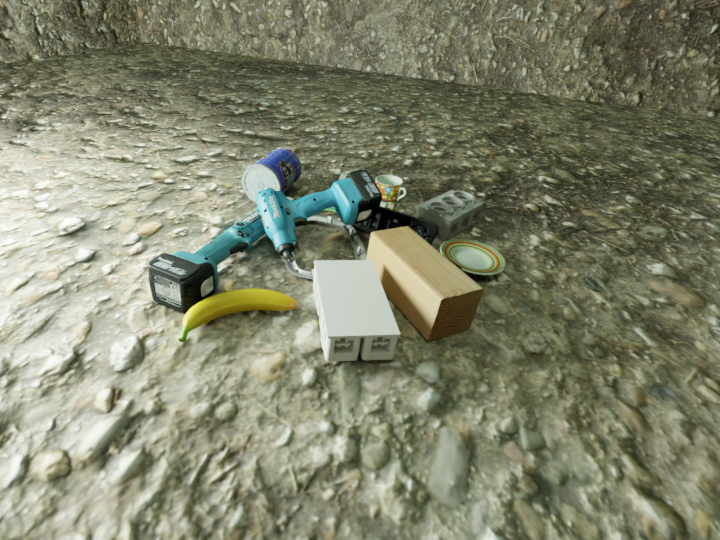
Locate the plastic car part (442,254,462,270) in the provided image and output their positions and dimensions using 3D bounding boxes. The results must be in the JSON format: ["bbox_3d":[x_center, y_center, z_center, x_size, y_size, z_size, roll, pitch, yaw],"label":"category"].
[{"bbox_3d":[0.151,-0.006,0.822,0.068,0.065,0.123,4,27,-32],"label":"plastic car part"}]

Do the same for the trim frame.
[{"bbox_3d":[-0.086,-0.056,0.883,0.182,0.027,0.259,-5,37,-10],"label":"trim frame"}]

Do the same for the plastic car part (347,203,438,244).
[{"bbox_3d":[0.073,-0.103,0.951,0.211,0.066,0.065,19,10,22],"label":"plastic car part"}]

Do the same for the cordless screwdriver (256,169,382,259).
[{"bbox_3d":[-0.076,-0.115,0.865,0.243,0.073,0.165,-15,62,-16],"label":"cordless screwdriver"}]

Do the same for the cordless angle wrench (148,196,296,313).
[{"bbox_3d":[-0.240,-0.068,0.850,0.101,0.072,0.420,16,34,14],"label":"cordless angle wrench"}]
